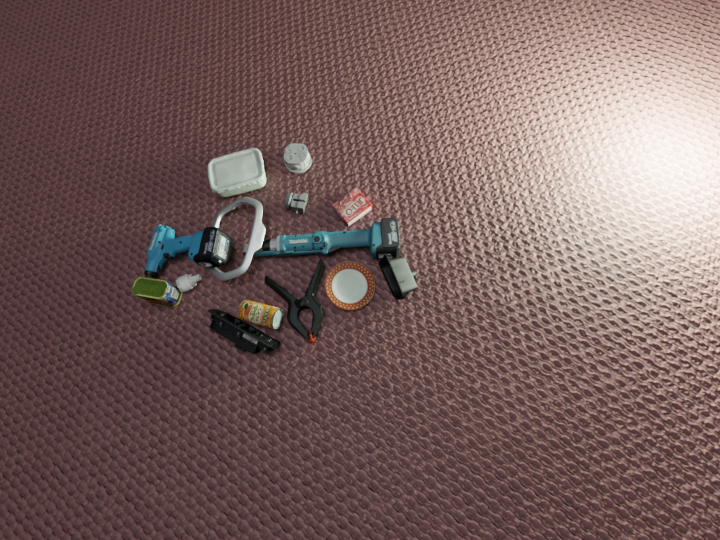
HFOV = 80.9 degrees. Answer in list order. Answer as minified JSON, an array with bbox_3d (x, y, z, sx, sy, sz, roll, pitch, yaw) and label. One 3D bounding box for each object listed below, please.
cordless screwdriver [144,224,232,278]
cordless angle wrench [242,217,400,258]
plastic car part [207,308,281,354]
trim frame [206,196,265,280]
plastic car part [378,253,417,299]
[{"bbox_3d":[-0.477,-0.043,1.143,0.258,0.071,0.161,2,70,23],"label":"cordless screwdriver"},{"bbox_3d":[-0.110,-0.072,1.129,0.429,0.072,0.100,-4,70,8],"label":"cordless angle wrench"},{"bbox_3d":[-0.305,0.160,1.076,0.209,0.064,0.067,30,102,15],"label":"plastic car part"},{"bbox_3d":[-0.346,-0.090,1.161,0.192,0.026,0.252,-2,67,27],"label":"trim frame"},{"bbox_3d":[0.104,0.013,1.077,0.069,0.065,0.120,-20,72,-17],"label":"plastic car part"}]
